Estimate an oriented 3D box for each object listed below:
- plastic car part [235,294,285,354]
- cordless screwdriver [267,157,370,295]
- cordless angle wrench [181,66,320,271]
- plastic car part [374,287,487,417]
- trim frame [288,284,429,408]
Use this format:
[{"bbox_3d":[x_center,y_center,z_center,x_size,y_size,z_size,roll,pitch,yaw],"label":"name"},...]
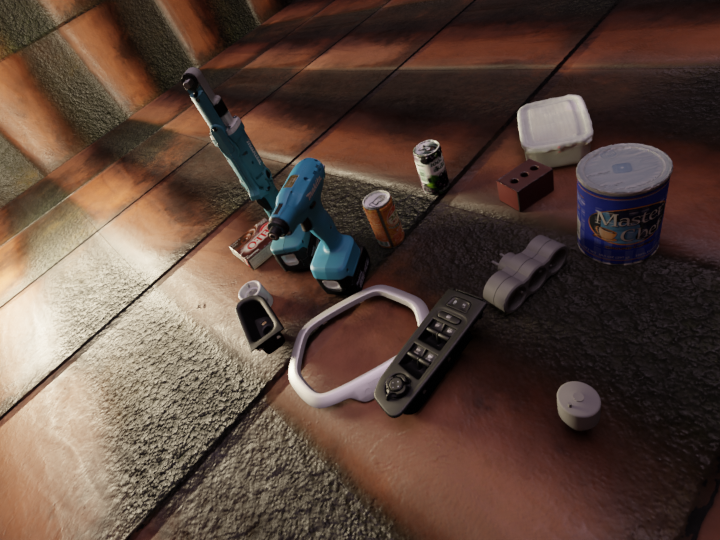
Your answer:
[{"bbox_3d":[-0.171,0.100,0.746,0.065,0.067,0.123,-35,42,-7],"label":"plastic car part"},{"bbox_3d":[-0.069,-0.045,0.706,0.077,0.236,0.160,0,48,27],"label":"cordless screwdriver"},{"bbox_3d":[-0.189,-0.166,0.764,0.076,0.402,0.100,-9,44,19],"label":"cordless angle wrench"},{"bbox_3d":[0.097,0.119,0.586,0.201,0.064,0.070,-46,44,-18],"label":"plastic car part"},{"bbox_3d":[-0.005,0.116,0.672,0.248,0.026,0.194,-30,42,0],"label":"trim frame"}]
